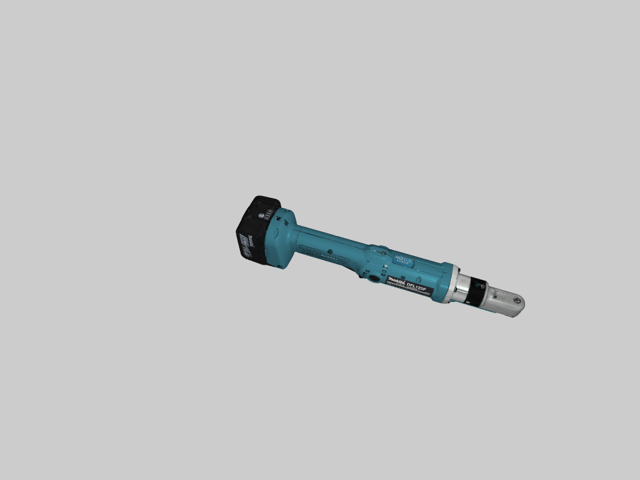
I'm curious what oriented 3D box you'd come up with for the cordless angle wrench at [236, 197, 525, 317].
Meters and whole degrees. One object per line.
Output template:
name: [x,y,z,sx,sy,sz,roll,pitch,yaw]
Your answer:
cordless angle wrench: [0.085,0.036,0.632,0.423,0.074,0.098,16,-34,10]
